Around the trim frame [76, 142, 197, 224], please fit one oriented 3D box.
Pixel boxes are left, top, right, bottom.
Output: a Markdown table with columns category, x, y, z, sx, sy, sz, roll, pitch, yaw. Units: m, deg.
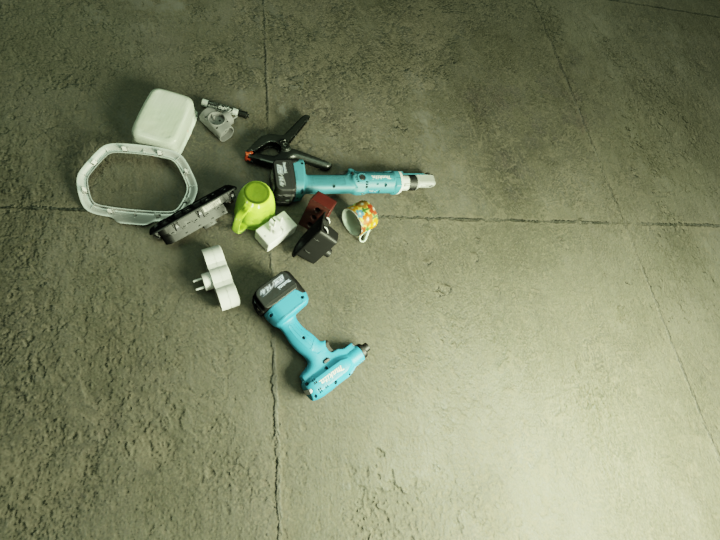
| category | x | y | z | sx | sy | sz | roll | pitch | yaw |
| --- | --- | --- | --- | --- | --- | --- | --- | --- | --- |
| trim frame | -0.485 | -0.188 | 0.922 | 0.243 | 0.028 | 0.186 | 5 | 79 | -13 |

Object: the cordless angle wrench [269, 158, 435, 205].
| category | x | y | z | sx | sy | sz | roll | pitch | yaw |
| --- | --- | --- | --- | --- | --- | --- | --- | --- | --- |
| cordless angle wrench | -0.006 | -0.216 | 1.034 | 0.412 | 0.074 | 0.100 | -4 | 69 | -17 |

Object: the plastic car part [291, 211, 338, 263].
| category | x | y | z | sx | sy | sz | roll | pitch | yaw |
| --- | --- | --- | --- | --- | --- | --- | --- | --- | --- |
| plastic car part | -0.091 | -0.059 | 0.930 | 0.069 | 0.117 | 0.067 | 33 | 36 | -18 |

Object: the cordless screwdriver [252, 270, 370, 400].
| category | x | y | z | sx | sy | sz | roll | pitch | yaw |
| --- | --- | --- | --- | --- | --- | --- | --- | --- | --- |
| cordless screwdriver | -0.102 | 0.115 | 0.861 | 0.156 | 0.074 | 0.253 | -32 | 80 | -24 |

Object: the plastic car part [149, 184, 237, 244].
| category | x | y | z | sx | sy | sz | roll | pitch | yaw |
| --- | --- | --- | --- | --- | --- | --- | --- | --- | --- |
| plastic car part | -0.355 | -0.117 | 0.911 | 0.199 | 0.064 | 0.070 | -32 | 36 | -22 |
